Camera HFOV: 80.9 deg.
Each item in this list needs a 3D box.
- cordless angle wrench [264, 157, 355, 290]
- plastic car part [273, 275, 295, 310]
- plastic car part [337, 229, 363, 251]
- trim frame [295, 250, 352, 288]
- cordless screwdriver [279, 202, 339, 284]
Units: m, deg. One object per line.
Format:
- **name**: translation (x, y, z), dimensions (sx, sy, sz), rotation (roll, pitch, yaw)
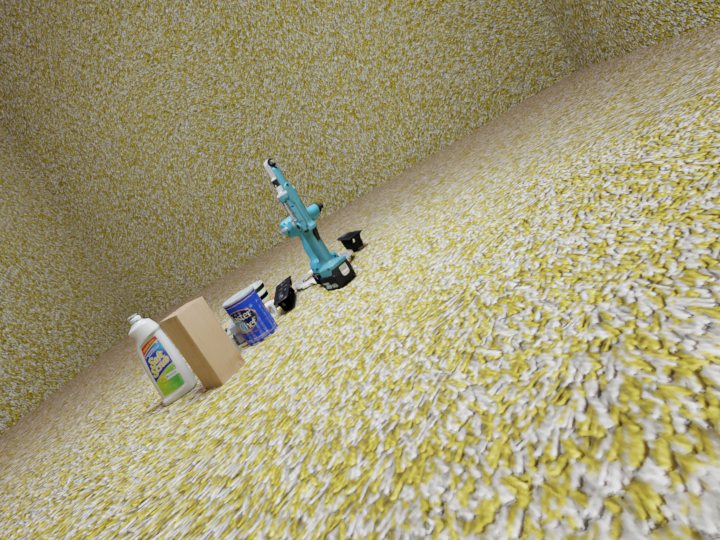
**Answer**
- **cordless angle wrench**: translation (-0.161, -0.138, 1.236), dimensions (0.073, 0.417, 0.101), rotation (-37, 10, -36)
- **plastic car part**: translation (-0.246, 0.082, 1.385), dimensions (0.066, 0.066, 0.206), rotation (-31, 13, 2)
- **plastic car part**: translation (-0.030, -0.104, 1.566), dimensions (0.065, 0.070, 0.120), rotation (-36, 13, -24)
- **trim frame**: translation (-0.131, -0.002, 1.515), dimensions (0.251, 0.027, 0.186), rotation (-29, 14, 10)
- **cordless screwdriver**: translation (-0.133, -0.087, 1.357), dimensions (0.157, 0.245, 0.077), rotation (-35, 9, -24)
